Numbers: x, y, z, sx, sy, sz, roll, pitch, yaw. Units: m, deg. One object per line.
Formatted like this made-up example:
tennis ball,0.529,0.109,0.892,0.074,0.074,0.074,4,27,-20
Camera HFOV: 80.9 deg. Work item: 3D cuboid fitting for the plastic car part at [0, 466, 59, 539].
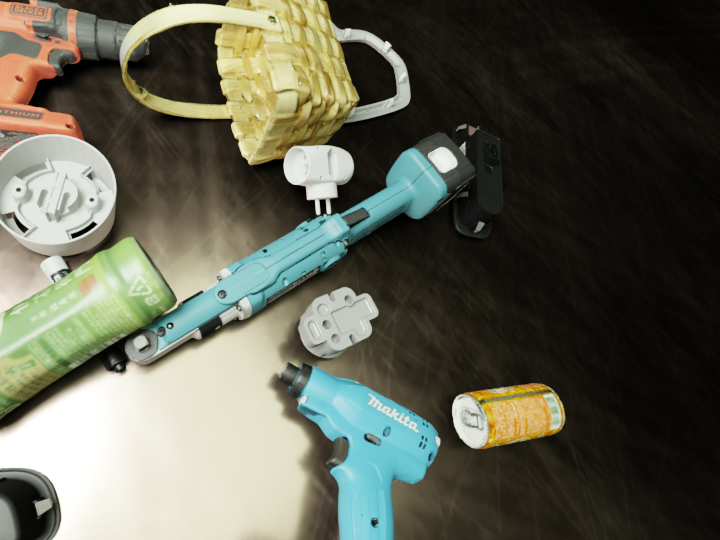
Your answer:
plastic car part,-0.268,0.165,0.274,0.113,0.071,0.068,1,67,-19

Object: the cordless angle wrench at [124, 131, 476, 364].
cordless angle wrench,-0.044,-0.029,0.455,0.415,0.098,0.075,-34,83,-27

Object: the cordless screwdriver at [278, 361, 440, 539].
cordless screwdriver,-0.023,0.192,0.319,0.158,0.074,0.251,29,38,-7

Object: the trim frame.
trim frame,-0.027,-0.301,0.631,0.242,0.027,0.189,-24,74,-27

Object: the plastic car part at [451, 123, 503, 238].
plastic car part,0.172,-0.137,0.604,0.064,0.068,0.206,22,61,-21
